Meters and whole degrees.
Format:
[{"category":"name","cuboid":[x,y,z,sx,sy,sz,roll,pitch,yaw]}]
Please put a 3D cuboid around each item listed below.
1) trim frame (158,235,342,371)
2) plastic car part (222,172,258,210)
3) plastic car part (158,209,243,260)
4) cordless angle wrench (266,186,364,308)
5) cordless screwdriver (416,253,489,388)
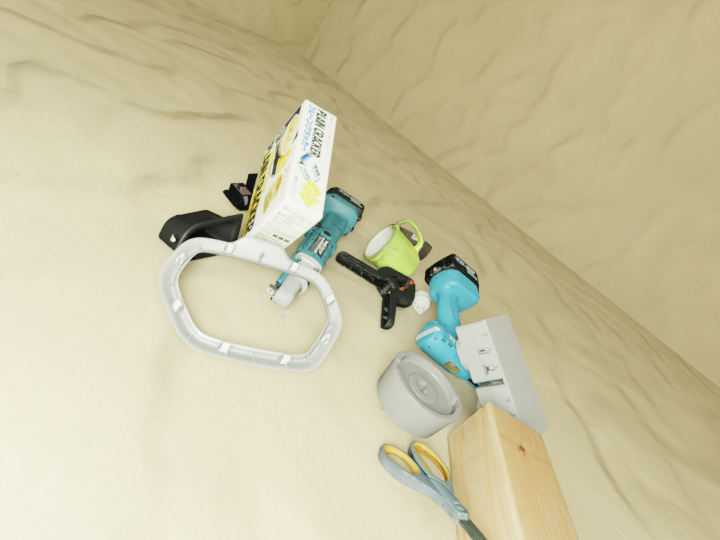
[{"category":"trim frame","cuboid":[-0.131,0.035,0.543,0.240,0.027,0.190,15,44,-21]},{"category":"plastic car part","cuboid":[-0.161,-0.163,0.823,0.194,0.066,0.070,-10,38,-43]},{"category":"plastic car part","cuboid":[-0.236,-0.058,0.605,0.074,0.065,0.112,30,25,23]},{"category":"cordless angle wrench","cuboid":[-0.075,-0.049,0.772,0.097,0.074,0.425,33,27,-6]},{"category":"cordless screwdriver","cuboid":[0.186,0.093,0.799,0.155,0.075,0.251,40,37,-16]}]
